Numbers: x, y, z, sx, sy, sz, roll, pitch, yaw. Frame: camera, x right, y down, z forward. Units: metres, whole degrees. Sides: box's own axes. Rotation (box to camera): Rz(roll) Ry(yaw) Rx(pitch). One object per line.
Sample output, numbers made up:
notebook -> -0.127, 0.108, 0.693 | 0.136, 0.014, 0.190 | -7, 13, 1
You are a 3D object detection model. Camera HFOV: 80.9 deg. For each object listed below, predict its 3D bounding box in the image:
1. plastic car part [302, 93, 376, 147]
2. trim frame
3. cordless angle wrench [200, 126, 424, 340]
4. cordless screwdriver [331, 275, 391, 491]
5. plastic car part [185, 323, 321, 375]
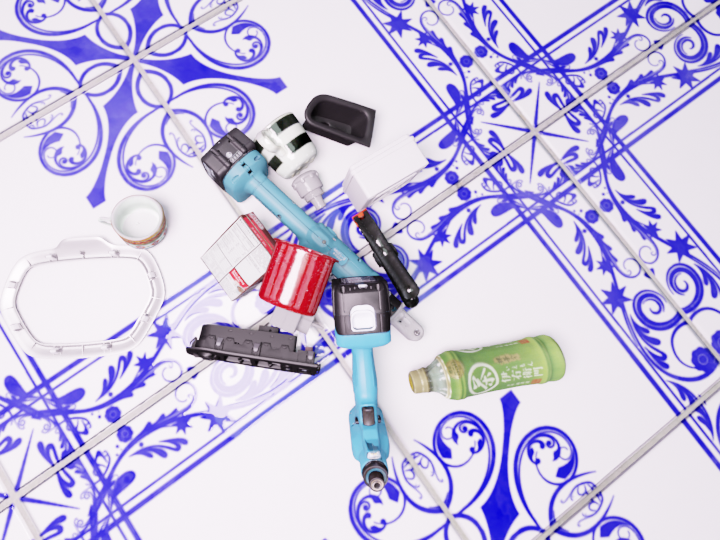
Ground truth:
plastic car part -> -0.043, -0.238, 0.688 | 0.113, 0.073, 0.066 | 12, 81, -18
trim frame -> -0.429, 0.041, 0.651 | 0.248, 0.027, 0.186 | -4, 80, -1
cordless angle wrench -> -0.063, -0.041, 0.649 | 0.424, 0.098, 0.074 | 43, 78, 1
cordless screwdriver -> 0.006, 0.136, 0.553 | 0.074, 0.161, 0.246 | -4, 98, -3
plastic car part -> -0.160, 0.115, 0.631 | 0.202, 0.065, 0.068 | 5, 72, -2
